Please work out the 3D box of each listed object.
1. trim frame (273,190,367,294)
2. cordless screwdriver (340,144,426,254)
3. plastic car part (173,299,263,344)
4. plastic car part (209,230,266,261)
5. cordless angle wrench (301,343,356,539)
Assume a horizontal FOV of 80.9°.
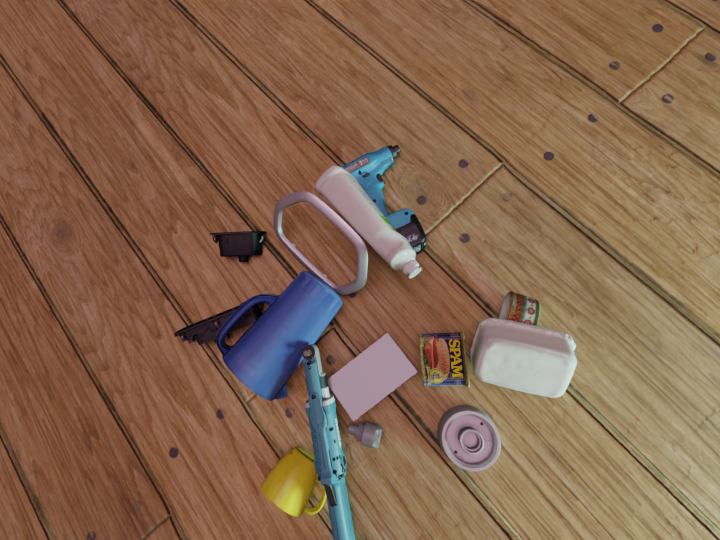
[{"bbox_3d":[-0.084,-0.055,0.859,0.253,0.184,0.027,43,43,9],"label":"trim frame"},{"bbox_3d":[0.061,-0.149,0.898,0.159,0.071,0.257,-29,69,2],"label":"cordless screwdriver"},{"bbox_3d":[-0.292,0.114,0.906,0.204,0.065,0.068,-26,84,4],"label":"plastic car part"},{"bbox_3d":[-0.271,-0.054,0.951,0.118,0.065,0.071,1,92,7],"label":"plastic car part"},{"bbox_3d":[-0.054,0.346,0.757,0.076,0.095,0.429,-14,79,13],"label":"cordless angle wrench"}]
